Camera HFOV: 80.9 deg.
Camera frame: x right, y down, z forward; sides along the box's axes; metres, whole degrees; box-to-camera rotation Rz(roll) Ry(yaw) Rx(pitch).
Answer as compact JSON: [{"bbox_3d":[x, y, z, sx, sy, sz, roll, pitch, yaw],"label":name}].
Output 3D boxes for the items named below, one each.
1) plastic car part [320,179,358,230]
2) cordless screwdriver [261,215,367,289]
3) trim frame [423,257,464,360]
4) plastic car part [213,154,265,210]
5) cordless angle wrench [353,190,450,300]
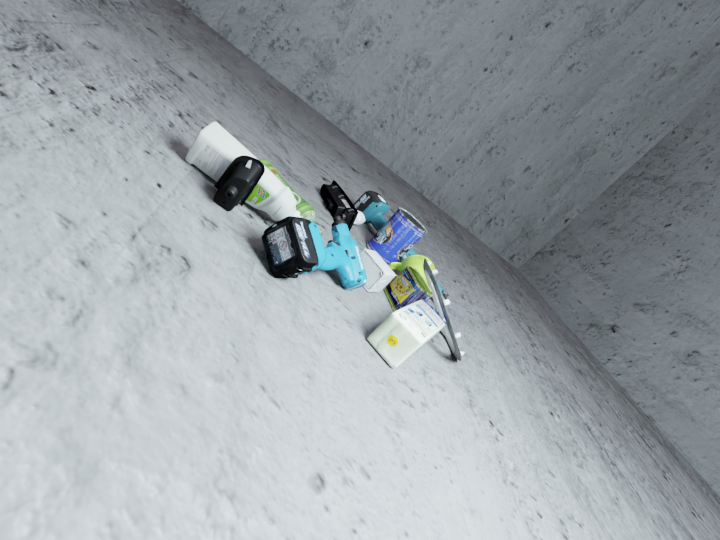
[{"bbox_3d":[-0.073,-0.198,1.238,0.065,0.065,0.213,2,37,-22],"label":"plastic car part"},{"bbox_3d":[-0.079,-0.051,0.805,0.236,0.076,0.163,13,56,-57],"label":"cordless screwdriver"},{"bbox_3d":[0.189,0.088,0.963,0.184,0.028,0.247,-80,149,-84],"label":"trim frame"},{"bbox_3d":[-0.230,-0.153,0.774,0.064,0.118,0.072,36,44,-18],"label":"plastic car part"},{"bbox_3d":[0.124,-0.068,1.282,0.070,0.099,0.442,12,38,-55],"label":"cordless angle wrench"}]
